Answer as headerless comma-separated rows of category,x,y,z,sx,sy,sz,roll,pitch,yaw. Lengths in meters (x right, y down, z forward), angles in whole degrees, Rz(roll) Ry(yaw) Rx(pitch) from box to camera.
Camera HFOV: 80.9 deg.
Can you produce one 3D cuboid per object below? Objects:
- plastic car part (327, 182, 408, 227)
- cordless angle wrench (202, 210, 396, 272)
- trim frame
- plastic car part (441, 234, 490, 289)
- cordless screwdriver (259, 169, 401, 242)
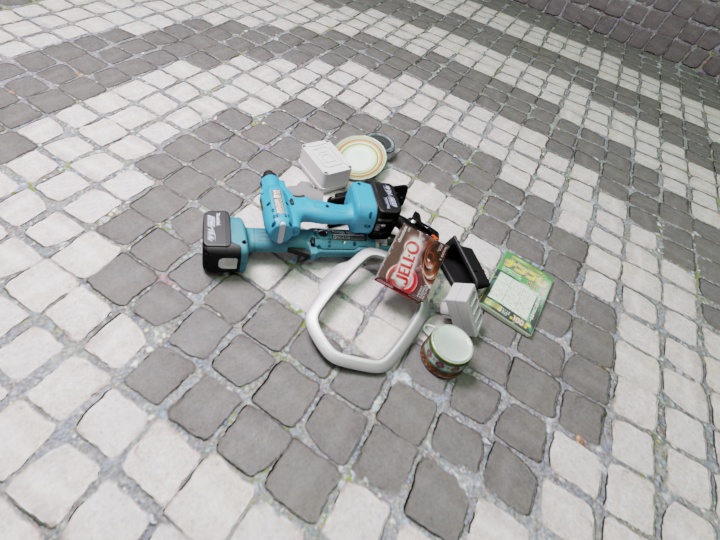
plastic car part,0.009,-0.148,0.906,0.197,0.064,0.071,-14,30,-22
cordless angle wrench,-0.078,-0.051,0.795,0.412,0.073,0.102,0,52,-17
trim frame,0.015,0.061,0.727,0.187,0.027,0.246,37,59,7
plastic car part,0.210,-0.003,0.830,0.068,0.066,0.121,1,52,-34
cordless screwdriver,-0.061,-0.127,0.781,0.242,0.073,0.166,-4,51,-18
